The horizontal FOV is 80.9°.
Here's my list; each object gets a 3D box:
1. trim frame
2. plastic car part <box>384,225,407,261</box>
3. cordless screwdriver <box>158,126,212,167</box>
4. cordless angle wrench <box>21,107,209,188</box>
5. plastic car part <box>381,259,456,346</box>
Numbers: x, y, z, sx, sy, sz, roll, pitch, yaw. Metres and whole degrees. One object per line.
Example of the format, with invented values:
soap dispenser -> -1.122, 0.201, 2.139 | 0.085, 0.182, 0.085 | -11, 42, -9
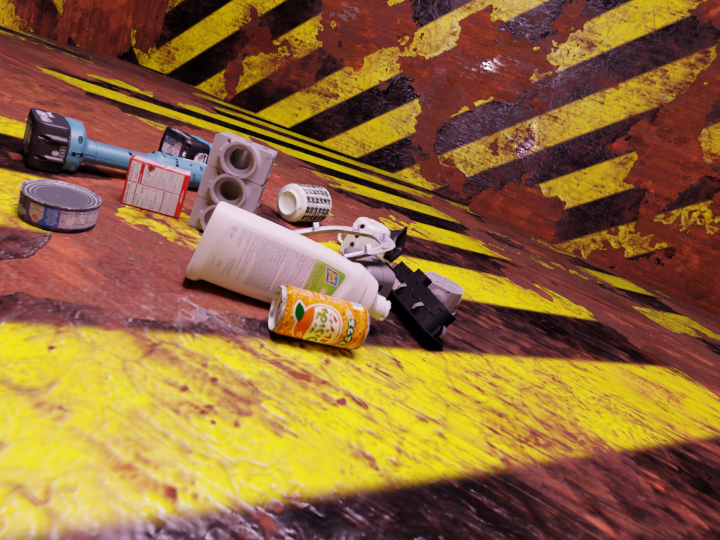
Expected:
trim frame -> -0.065, -0.042, 0.663 | 0.240, 0.027, 0.194 | -10, 25, -29
plastic car part -> 0.055, -0.063, 0.924 | 0.074, 0.065, 0.114 | 14, 18, 20
cordless screwdriver -> -0.334, -0.257, 0.986 | 0.165, 0.074, 0.241 | 29, 16, 18
cordless angle wrench -> -0.363, -0.191, 0.781 | 0.401, 0.074, 0.104 | 5, 26, -47
plastic car part -> 0.086, 0.039, 0.657 | 0.063, 0.067, 0.212 | 48, 8, -33
